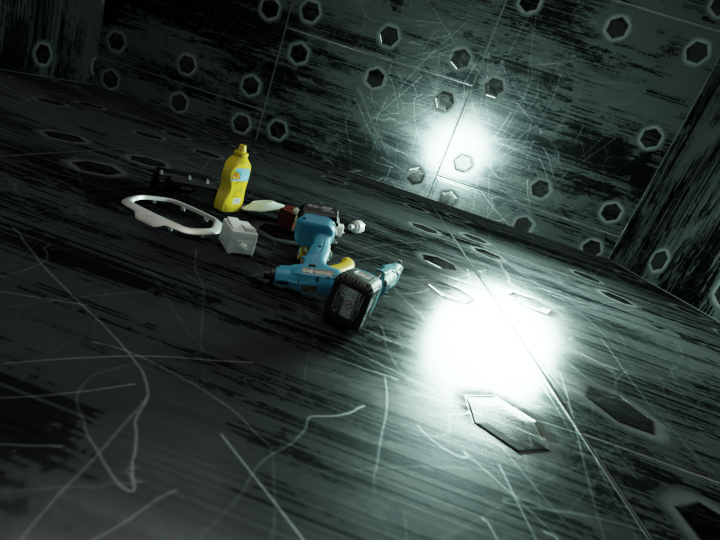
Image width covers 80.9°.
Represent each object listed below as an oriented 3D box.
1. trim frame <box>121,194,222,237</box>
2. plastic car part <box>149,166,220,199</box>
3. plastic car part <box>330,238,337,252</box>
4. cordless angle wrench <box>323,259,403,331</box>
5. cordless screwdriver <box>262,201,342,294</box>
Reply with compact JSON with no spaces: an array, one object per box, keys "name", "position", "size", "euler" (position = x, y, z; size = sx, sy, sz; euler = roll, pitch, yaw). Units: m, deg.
[{"name":"trim frame","position":[-0.444,-0.131,1.004],"size":[0.256,0.027,0.180],"euler":[25,18,13]},{"name":"plastic car part","position":[-0.496,-0.247,1.230],"size":[0.193,0.066,0.071],"euler":[2,34,-42]},{"name":"plastic car part","position":[-0.108,-0.071,1.109],"size":[0.111,0.066,0.074],"euler":[-6,44,-46]},{"name":"cordless angle wrench","position":[0.037,0.028,0.923],"size":[0.076,0.097,0.413],"euler":[24,15,13]},{"name":"cordless screwdriver","position":[-0.119,-0.050,0.913],"size":[0.157,0.073,0.257],"euler":[6,41,-8]}]
